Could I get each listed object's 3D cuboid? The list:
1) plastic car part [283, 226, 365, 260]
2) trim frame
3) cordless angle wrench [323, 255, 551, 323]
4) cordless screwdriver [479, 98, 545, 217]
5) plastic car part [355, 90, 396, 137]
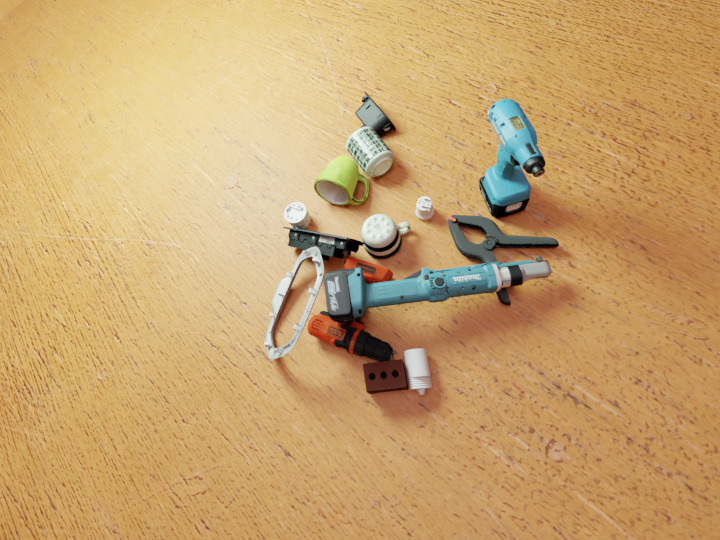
[{"bbox_3d":[-0.092,-0.060,0.942,0.214,0.063,0.066,18,101,37],"label":"plastic car part"},{"bbox_3d":[-0.142,0.064,0.878,0.192,0.026,0.249,16,84,62],"label":"trim frame"},{"bbox_3d":[0.145,0.027,0.806,0.426,0.072,0.100,-8,71,4],"label":"cordless angle wrench"},{"bbox_3d":[0.288,-0.182,0.798,0.075,0.238,0.165,-17,61,5],"label":"cordless screwdriver"},{"bbox_3d":[0.028,-0.378,1.062,0.072,0.063,0.121,-36,66,15],"label":"plastic car part"}]
